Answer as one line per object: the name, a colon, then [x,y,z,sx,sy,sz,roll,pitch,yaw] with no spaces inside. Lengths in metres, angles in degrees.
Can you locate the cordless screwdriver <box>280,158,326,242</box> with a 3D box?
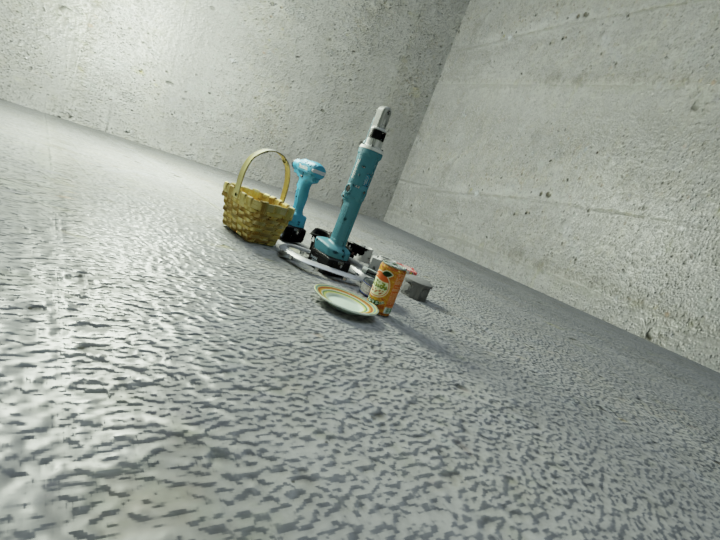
cordless screwdriver: [-0.198,-0.218,1.283,0.070,0.248,0.168,14,12,-39]

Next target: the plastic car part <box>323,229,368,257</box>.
plastic car part: [-0.061,-0.081,1.345,0.063,0.067,0.214,14,12,-37]

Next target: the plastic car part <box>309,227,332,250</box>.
plastic car part: [-0.118,-0.077,1.210,0.066,0.070,0.117,20,10,-4]

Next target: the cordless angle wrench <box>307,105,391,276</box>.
cordless angle wrench: [-0.013,-0.192,1.030,0.070,0.421,0.104,13,12,-41]

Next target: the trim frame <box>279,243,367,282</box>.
trim frame: [-0.092,-0.018,1.077,0.241,0.027,0.191,17,11,-19]
